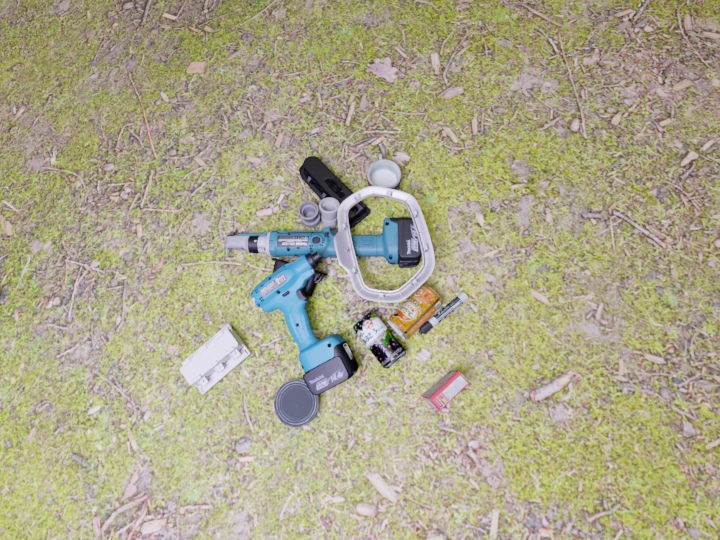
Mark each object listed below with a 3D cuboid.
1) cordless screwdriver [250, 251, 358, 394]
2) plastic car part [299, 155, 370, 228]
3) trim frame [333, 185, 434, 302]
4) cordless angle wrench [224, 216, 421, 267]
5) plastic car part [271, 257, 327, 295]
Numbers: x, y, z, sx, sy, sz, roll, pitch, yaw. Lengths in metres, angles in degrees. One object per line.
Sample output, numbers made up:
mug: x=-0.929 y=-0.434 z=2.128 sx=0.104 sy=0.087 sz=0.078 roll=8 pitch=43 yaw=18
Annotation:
cordless screwdriver: x=-0.089 y=0.096 z=0.813 sx=0.160 sy=0.072 sz=0.255 roll=-36 pitch=76 yaw=9
plastic car part: x=-0.069 y=-0.188 z=0.953 sx=0.066 sy=0.064 sz=0.211 roll=-42 pitch=69 yaw=-2
trim frame: x=0.042 y=-0.058 z=0.834 sx=0.186 sy=0.026 sz=0.254 roll=-14 pitch=71 yaw=8
cordless angle wrench: x=-0.088 y=-0.058 z=0.905 sx=0.430 sy=0.072 sz=0.099 roll=0 pitch=72 yaw=9
plastic car part: x=-0.138 y=0.021 z=0.891 sx=0.120 sy=0.064 sz=0.071 roll=14 pitch=88 yaw=13
